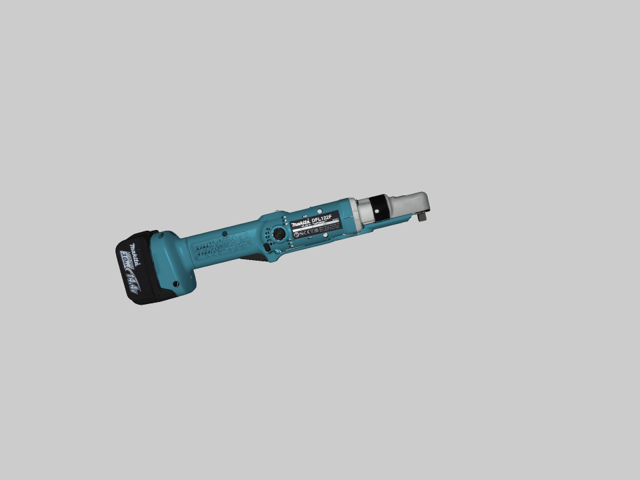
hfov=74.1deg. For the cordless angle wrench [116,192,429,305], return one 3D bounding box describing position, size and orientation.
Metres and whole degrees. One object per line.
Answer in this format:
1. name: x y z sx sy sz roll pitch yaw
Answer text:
1. cordless angle wrench: -0.057 -0.007 0.589 0.423 0.098 0.074 -14 3 0
